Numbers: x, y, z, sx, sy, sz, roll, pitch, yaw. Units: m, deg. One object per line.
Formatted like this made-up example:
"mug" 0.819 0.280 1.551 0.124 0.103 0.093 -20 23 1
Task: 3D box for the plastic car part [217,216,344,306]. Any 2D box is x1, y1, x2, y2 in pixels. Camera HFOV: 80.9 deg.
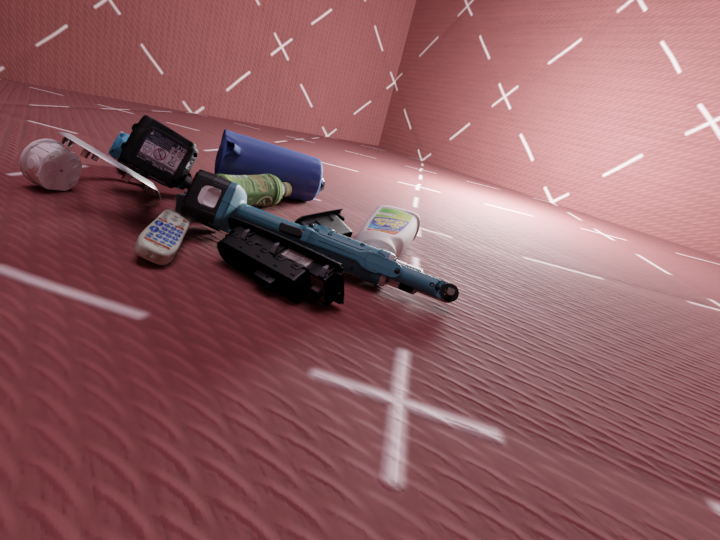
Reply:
"plastic car part" -0.116 -0.008 0.550 0.214 0.064 0.066 28 56 32

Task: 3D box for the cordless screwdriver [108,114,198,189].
"cordless screwdriver" -0.331 -0.179 0.712 0.151 0.074 0.262 31 -7 -33

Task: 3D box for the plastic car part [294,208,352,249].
"plastic car part" -0.059 -0.059 0.725 0.074 0.065 0.112 39 32 22

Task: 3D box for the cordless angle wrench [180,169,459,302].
"cordless angle wrench" -0.062 -0.041 0.634 0.431 0.074 0.096 22 -7 10

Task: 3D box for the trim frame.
"trim frame" -0.432 -0.182 0.741 0.175 0.027 0.260 32 -6 -30
